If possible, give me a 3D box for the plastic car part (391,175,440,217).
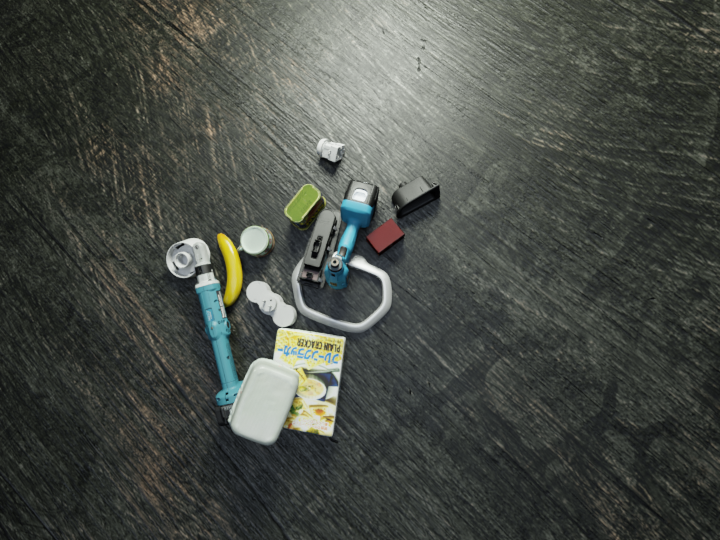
[{"bbox_3d":[0.123,-0.185,1.014,0.117,0.063,0.073,-26,66,6],"label":"plastic car part"}]

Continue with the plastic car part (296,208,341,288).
[{"bbox_3d":[-0.098,-0.064,1.007,0.068,0.064,0.205,10,68,16],"label":"plastic car part"}]

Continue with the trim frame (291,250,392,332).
[{"bbox_3d":[-0.047,0.045,1.016,0.254,0.027,0.184,17,85,12],"label":"trim frame"}]

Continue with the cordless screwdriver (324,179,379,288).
[{"bbox_3d":[-0.025,-0.088,0.953,0.075,0.156,0.251,16,74,5],"label":"cordless screwdriver"}]

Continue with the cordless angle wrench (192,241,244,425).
[{"bbox_3d":[-0.334,0.136,0.994,0.075,0.096,0.427,-17,83,5],"label":"cordless angle wrench"}]
